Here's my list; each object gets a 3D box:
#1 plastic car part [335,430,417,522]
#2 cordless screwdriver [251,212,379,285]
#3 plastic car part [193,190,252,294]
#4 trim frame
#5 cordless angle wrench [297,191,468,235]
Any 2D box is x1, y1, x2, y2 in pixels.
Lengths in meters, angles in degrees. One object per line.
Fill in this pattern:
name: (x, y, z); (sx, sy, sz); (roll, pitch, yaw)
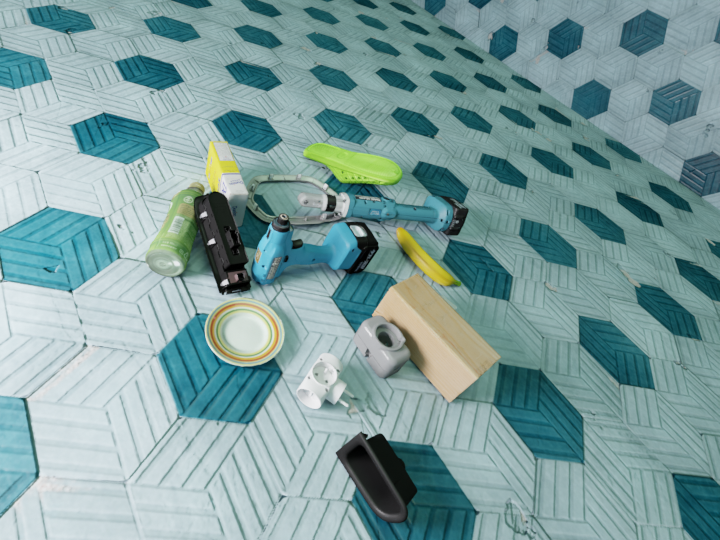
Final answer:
plastic car part: (0.033, 0.283, 0.598); (0.068, 0.066, 0.121); (-11, 55, -51)
cordless screwdriver: (-0.079, -0.052, 0.807); (0.239, 0.158, 0.078); (-8, 54, -34)
plastic car part: (-0.250, -0.061, 0.767); (0.064, 0.068, 0.209); (-12, 68, -38)
trim frame: (-0.152, -0.168, 0.989); (0.239, 0.027, 0.193); (-5, 50, -30)
cordless angle wrench: (0.055, -0.147, 1.004); (0.409, 0.073, 0.103); (3, 30, -21)
